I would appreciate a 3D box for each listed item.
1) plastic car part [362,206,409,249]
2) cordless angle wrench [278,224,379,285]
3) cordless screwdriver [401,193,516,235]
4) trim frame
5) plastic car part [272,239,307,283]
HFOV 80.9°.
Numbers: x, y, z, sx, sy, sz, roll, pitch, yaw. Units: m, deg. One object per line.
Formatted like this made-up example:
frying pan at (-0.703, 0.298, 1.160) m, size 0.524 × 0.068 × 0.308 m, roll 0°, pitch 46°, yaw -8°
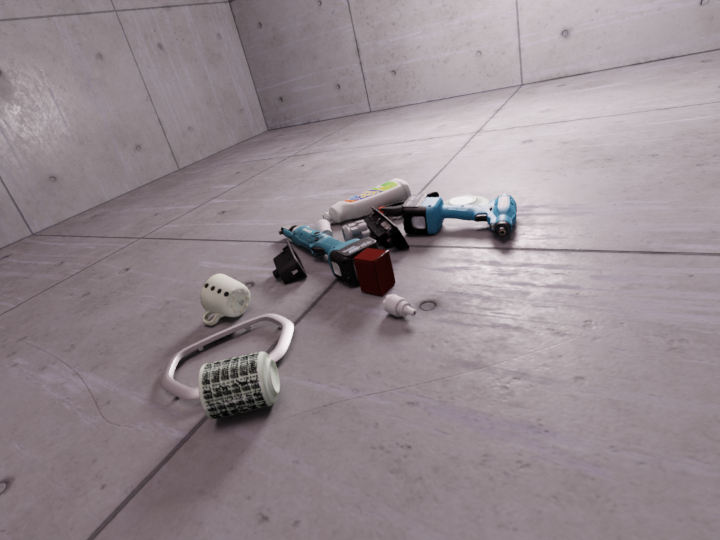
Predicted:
plastic car part at (0.053, -0.100, 1.038) m, size 0.067 × 0.063 × 0.211 m, roll -40°, pitch 27°, yaw 8°
cordless angle wrench at (-0.102, -0.067, 1.046) m, size 0.096 × 0.072 × 0.445 m, roll -27°, pitch 27°, yaw -23°
cordless screwdriver at (0.221, -0.122, 0.970) m, size 0.258 × 0.072 × 0.158 m, roll 2°, pitch 31°, yaw 24°
trim frame at (-0.234, 0.147, 0.756) m, size 0.245 × 0.026 × 0.194 m, roll -26°, pitch 29°, yaw -15°
plastic car part at (-0.174, -0.010, 0.994) m, size 0.071 × 0.063 × 0.121 m, roll -31°, pitch 30°, yaw 1°
